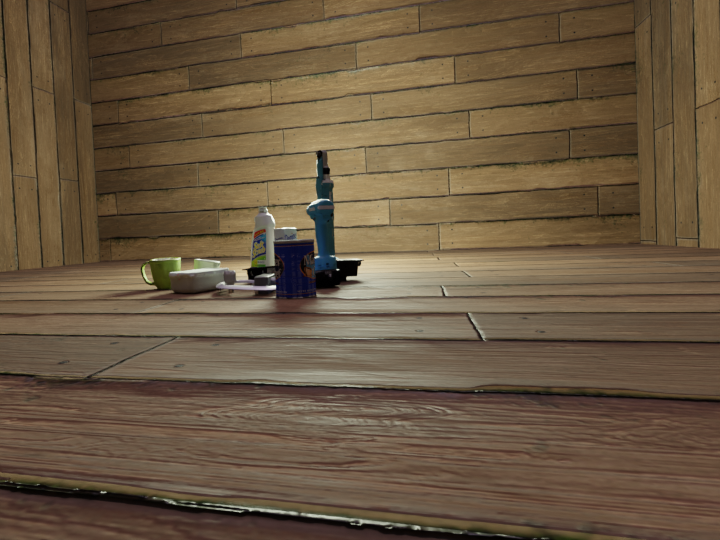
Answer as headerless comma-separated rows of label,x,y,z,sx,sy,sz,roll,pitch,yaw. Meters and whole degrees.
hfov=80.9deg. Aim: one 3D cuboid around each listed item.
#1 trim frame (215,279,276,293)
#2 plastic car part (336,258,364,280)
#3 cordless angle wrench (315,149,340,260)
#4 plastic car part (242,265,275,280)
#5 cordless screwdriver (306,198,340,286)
trim frame,-0.285,0.044,1.176,0.255,0.027,0.180,-1,5,16
plastic car part,-0.050,-0.003,1.339,0.069,0.071,0.111,0,5,43
cordless angle wrench,-0.114,-0.180,1.379,0.078,0.422,0.093,-1,2,44
plastic car part,-0.283,0.013,1.304,0.213,0.067,0.063,1,5,37
cordless screwdriver,-0.120,-0.078,1.227,0.072,0.248,0.164,-3,2,-23
